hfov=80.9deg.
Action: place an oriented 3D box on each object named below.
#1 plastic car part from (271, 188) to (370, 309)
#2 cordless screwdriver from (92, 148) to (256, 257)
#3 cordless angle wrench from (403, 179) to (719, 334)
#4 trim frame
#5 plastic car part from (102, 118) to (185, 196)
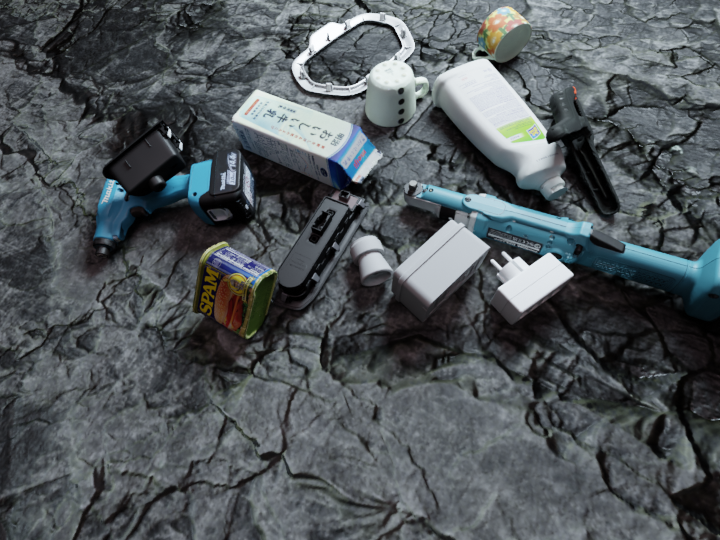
[{"bbox_3d":[-0.057,-0.038,0.588,0.068,0.065,0.203,25,71,10],"label":"plastic car part"},{"bbox_3d":[-0.289,-0.099,0.648,0.253,0.071,0.163,-4,62,10],"label":"cordless screwdriver"},{"bbox_3d":[0.254,-0.040,0.531,0.441,0.094,0.074,21,67,23],"label":"cordless angle wrench"},{"bbox_3d":[-0.014,-0.414,0.797,0.247,0.026,0.193,-42,63,-12],"label":"trim frame"},{"bbox_3d":[-0.303,-0.149,0.614,0.116,0.064,0.073,-43,75,-6],"label":"plastic car part"}]
